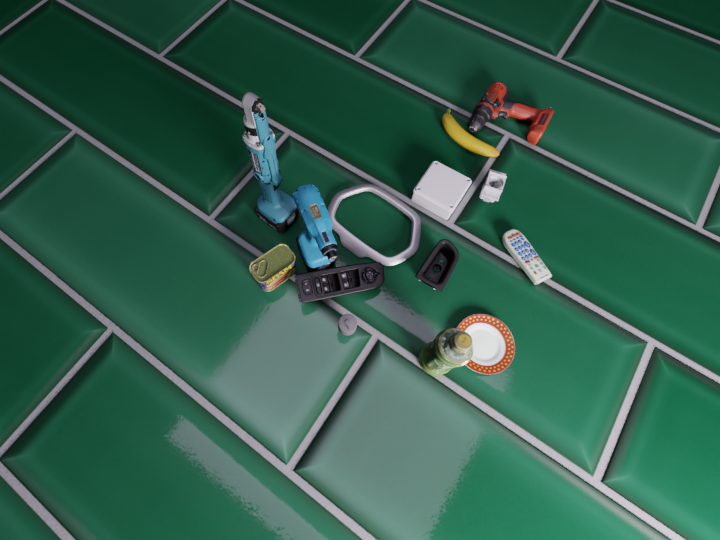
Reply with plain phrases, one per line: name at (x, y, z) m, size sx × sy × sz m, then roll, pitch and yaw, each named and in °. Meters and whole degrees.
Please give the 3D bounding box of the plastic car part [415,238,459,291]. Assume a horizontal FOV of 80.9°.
plastic car part at (0.177, -0.007, 0.968) m, size 0.067 × 0.069 × 0.116 m, roll 31°, pitch 71°, yaw 10°

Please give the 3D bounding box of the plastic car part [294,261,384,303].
plastic car part at (-0.044, 0.029, 0.960) m, size 0.202 × 0.065 × 0.068 m, roll -12°, pitch 69°, yaw -4°

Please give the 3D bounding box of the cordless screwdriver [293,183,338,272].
cordless screwdriver at (-0.088, -0.058, 0.902) m, size 0.073 × 0.244 × 0.164 m, roll -20°, pitch 71°, yaw -11°

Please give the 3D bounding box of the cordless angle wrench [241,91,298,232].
cordless angle wrench at (-0.194, -0.210, 0.876) m, size 0.100 × 0.414 × 0.074 m, roll 37°, pitch 71°, yaw 10°

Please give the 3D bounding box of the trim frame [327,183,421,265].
trim frame at (0.032, -0.116, 1.041) m, size 0.256 × 0.027 × 0.183 m, roll 37°, pitch 73°, yaw 15°
